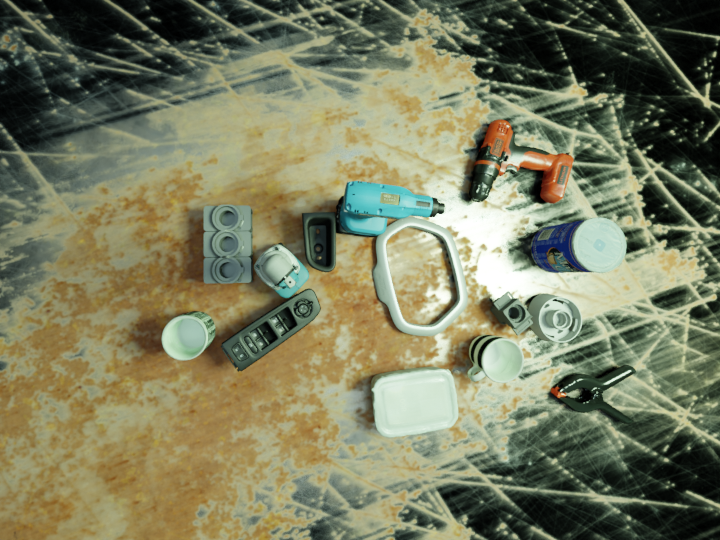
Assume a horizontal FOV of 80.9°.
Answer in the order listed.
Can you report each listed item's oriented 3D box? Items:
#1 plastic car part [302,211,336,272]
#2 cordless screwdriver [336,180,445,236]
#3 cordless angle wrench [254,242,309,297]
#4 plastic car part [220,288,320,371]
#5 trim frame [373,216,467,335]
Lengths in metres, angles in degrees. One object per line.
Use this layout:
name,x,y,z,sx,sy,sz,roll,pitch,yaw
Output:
plastic car part,-0.082,-0.054,0.840,0.065,0.071,0.117,-2,87,-7
cordless screwdriver,0.037,-0.106,0.763,0.158,0.251,0.074,7,88,-8
cordless angle wrench,-0.125,-0.002,0.656,0.074,0.426,0.097,-44,96,-7
plastic car part,-0.167,0.110,0.824,0.202,0.067,0.066,-34,92,-6
trim frame,0.121,0.011,0.871,0.183,0.027,0.249,-13,87,-5
